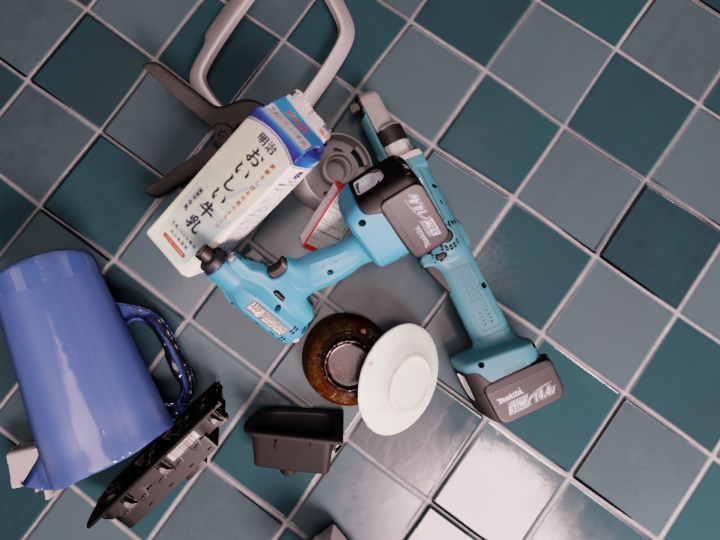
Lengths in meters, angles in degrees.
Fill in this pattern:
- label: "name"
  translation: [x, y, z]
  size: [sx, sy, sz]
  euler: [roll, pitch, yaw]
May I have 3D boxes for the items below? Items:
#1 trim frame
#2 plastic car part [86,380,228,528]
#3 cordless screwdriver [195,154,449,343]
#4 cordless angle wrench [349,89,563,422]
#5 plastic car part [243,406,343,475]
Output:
- label: "trim frame"
  translation: [-0.119, -0.298, 0.566]
  size: [0.185, 0.027, 0.248]
  euler: [32, 88, 2]
- label: "plastic car part"
  translation: [-0.231, 0.228, 0.506]
  size: [0.202, 0.069, 0.064]
  euler: [-40, 115, -4]
- label: "cordless screwdriver"
  translation: [-0.045, -0.029, 0.460]
  size: [0.251, 0.077, 0.151]
  euler: [-35, 122, 15]
- label: "cordless angle wrench"
  translation: [0.096, -0.037, 0.519]
  size: [0.098, 0.073, 0.428]
  euler: [-25, 83, -3]
- label: "plastic car part"
  translation: [-0.078, 0.209, 0.506]
  size: [0.117, 0.066, 0.070]
  euler: [0, 101, 3]
